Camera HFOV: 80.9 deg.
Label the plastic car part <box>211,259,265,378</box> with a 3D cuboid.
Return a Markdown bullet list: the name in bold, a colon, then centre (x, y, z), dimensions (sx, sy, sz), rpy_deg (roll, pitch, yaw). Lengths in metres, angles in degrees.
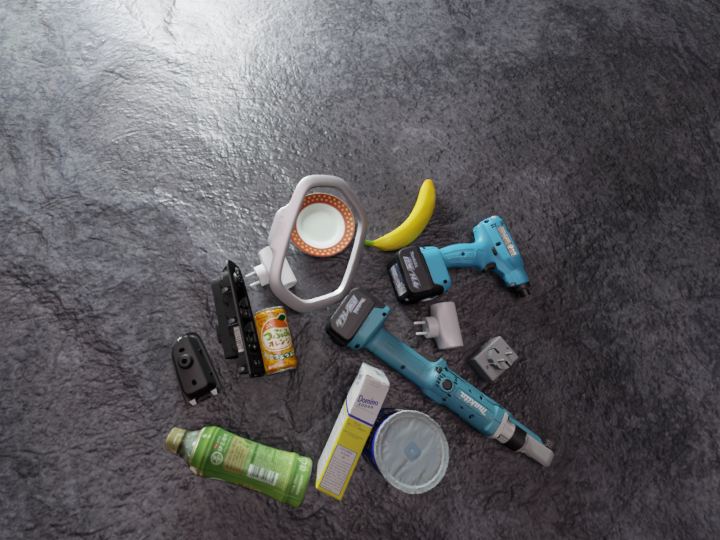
- **plastic car part**: centre (-0.214, 0.083, 0.723), dimensions (0.068, 0.063, 0.207), rpy_deg (-17, 73, 14)

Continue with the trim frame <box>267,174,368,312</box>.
- **trim frame**: centre (-0.073, -0.048, 0.745), dimensions (0.175, 0.029, 0.249), rpy_deg (20, 84, -31)

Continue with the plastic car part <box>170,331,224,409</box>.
- **plastic car part**: centre (-0.275, 0.156, 0.684), dimensions (0.065, 0.071, 0.119), rpy_deg (-23, 79, -15)

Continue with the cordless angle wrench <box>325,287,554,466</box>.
- **cordless angle wrench**: centre (0.134, 0.188, 0.708), dimensions (0.427, 0.074, 0.098), rpy_deg (35, 72, 5)

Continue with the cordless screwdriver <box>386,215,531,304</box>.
- **cordless screwdriver**: centre (0.185, 0.004, 0.773), dimensions (0.244, 0.074, 0.163), rpy_deg (-18, 74, -15)
